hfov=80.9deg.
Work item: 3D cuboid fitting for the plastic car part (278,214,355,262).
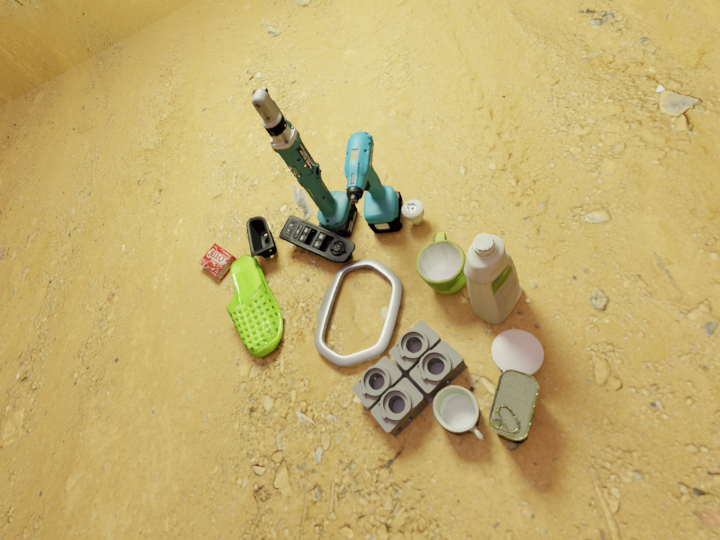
[{"bbox_3d":[-0.099,-0.065,1.011,0.214,0.063,0.066,23,73,33],"label":"plastic car part"}]

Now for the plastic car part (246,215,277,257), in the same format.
[{"bbox_3d":[-0.247,-0.080,1.085,0.066,0.067,0.122,-26,55,8],"label":"plastic car part"}]

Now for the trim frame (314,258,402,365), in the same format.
[{"bbox_3d":[-0.009,0.084,0.908,0.192,0.026,0.251,4,65,27],"label":"trim frame"}]

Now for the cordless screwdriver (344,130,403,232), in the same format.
[{"bbox_3d":[0.026,-0.156,0.899,0.077,0.236,0.162,-4,61,20],"label":"cordless screwdriver"}]

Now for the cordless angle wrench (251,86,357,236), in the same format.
[{"bbox_3d":[-0.113,-0.210,0.891,0.077,0.401,0.099,6,65,25],"label":"cordless angle wrench"}]
